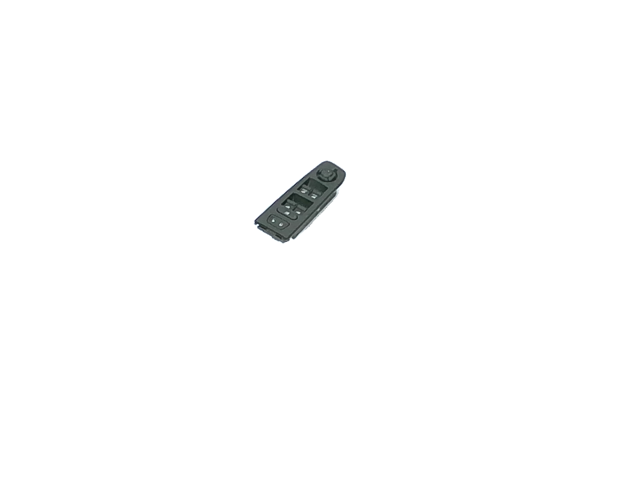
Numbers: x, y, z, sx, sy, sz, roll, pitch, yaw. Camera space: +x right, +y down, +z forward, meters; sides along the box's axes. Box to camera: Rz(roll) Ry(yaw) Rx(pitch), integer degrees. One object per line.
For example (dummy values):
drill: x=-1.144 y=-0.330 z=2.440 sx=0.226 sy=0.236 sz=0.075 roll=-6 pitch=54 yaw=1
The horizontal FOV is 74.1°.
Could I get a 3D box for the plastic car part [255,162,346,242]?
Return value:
plastic car part: x=-0.022 y=-0.062 z=0.735 sx=0.066 sy=0.202 sz=0.067 roll=24 pitch=-34 yaw=25
